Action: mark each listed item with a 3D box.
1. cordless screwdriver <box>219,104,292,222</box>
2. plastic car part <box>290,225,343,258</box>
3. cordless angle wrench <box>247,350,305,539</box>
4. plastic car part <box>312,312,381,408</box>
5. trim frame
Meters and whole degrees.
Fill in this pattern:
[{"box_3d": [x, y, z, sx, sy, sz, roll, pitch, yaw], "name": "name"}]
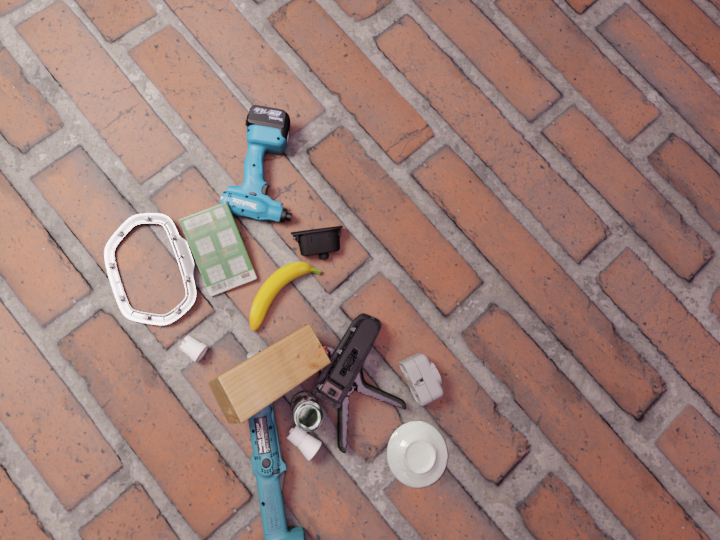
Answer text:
[{"box_3d": [-0.206, -0.233, 0.947, 0.158, 0.074, 0.250, 14, 83, -3], "name": "cordless screwdriver"}, {"box_3d": [-0.091, -0.060, 0.932, 0.115, 0.067, 0.070, -5, 97, -10], "name": "plastic car part"}, {"box_3d": [-0.182, 0.375, 0.835, 0.097, 0.074, 0.430, -10, 78, -9], "name": "cordless angle wrench"}, {"box_3d": [-0.020, 0.172, 0.860, 0.067, 0.066, 0.203, 29, 66, 6], "name": "plastic car part"}, {"box_3d": [-0.445, -0.005, 0.898, 0.183, 0.027, 0.252, -21, 80, -2], "name": "trim frame"}]
